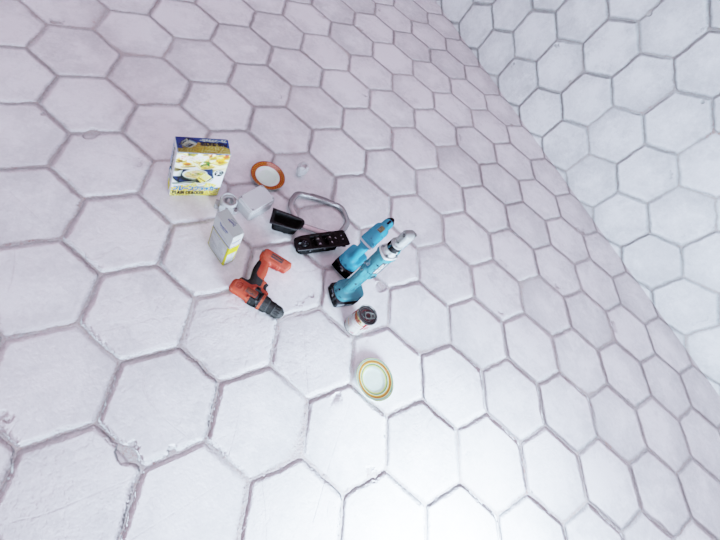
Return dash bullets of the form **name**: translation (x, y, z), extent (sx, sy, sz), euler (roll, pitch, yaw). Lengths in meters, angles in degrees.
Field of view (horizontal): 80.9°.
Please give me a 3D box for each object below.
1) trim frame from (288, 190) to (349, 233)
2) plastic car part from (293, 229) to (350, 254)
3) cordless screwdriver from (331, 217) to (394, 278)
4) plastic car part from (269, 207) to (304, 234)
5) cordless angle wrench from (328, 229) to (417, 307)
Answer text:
- **trim frame**: translation (-0.150, -0.208, 1.544), extent (0.240, 0.028, 0.189), euler (12, 56, -20)
- **plastic car part**: translation (-0.142, -0.093, 1.450), extent (0.195, 0.067, 0.068), euler (-8, 66, -31)
- **cordless screwdriver**: translation (0.014, -0.079, 1.402), extent (0.075, 0.251, 0.157), euler (47, 51, 1)
- **plastic car part**: translation (-0.255, -0.153, 1.429), extent (0.113, 0.071, 0.067), euler (20, 54, -16)
- **cordless angle wrench**: translation (0.030, -0.005, 1.250), extent (0.094, 0.427, 0.077), euler (-2, 65, -31)
